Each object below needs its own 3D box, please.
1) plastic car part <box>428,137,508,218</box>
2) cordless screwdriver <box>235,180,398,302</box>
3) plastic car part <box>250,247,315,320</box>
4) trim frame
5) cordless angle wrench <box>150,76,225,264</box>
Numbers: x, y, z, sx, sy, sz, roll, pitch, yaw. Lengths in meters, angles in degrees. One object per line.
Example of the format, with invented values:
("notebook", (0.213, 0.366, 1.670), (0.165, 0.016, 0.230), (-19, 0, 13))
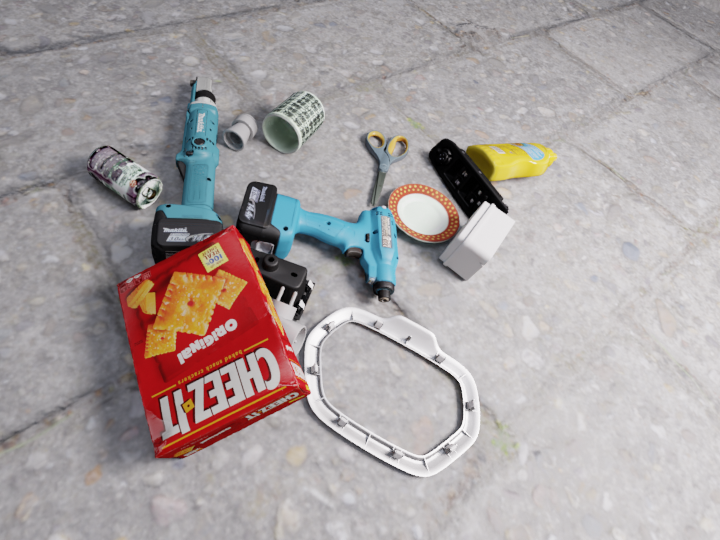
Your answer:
("plastic car part", (0.203, -0.166, 0.781), (0.064, 0.066, 0.211), (-13, 60, -34))
("cordless screwdriver", (-0.062, -0.040, 0.631), (0.244, 0.074, 0.164), (9, 55, -12))
("plastic car part", (-0.121, 0.007, 0.585), (0.116, 0.070, 0.066), (24, 52, -1))
("trim frame", (0.041, 0.145, 0.554), (0.253, 0.027, 0.184), (27, 54, 8))
("cordless angle wrench", (-0.265, -0.189, 0.691), (0.096, 0.073, 0.439), (0, 54, -15))
